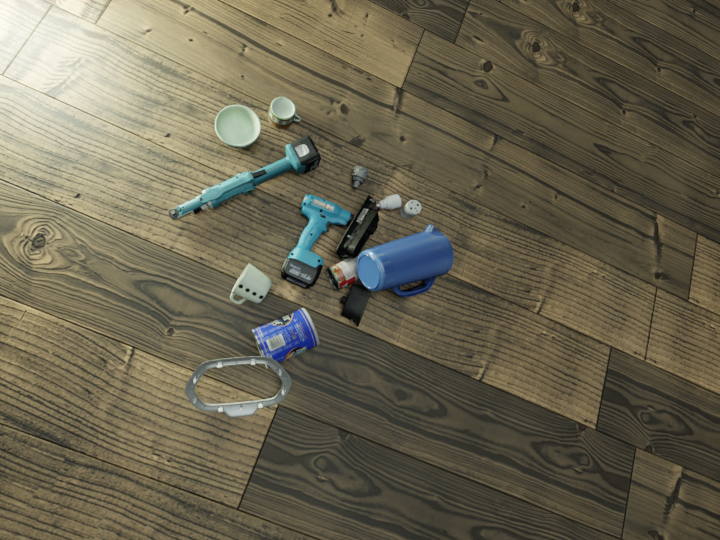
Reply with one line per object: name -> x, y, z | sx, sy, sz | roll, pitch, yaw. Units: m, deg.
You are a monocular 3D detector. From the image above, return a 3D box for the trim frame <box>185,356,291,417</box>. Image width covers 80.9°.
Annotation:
trim frame -> -0.287, 0.277, 1.000 | 0.244, 0.029, 0.179 | -3, 121, -10

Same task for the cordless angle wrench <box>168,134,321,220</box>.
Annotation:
cordless angle wrench -> -0.309, -0.234, 1.128 | 0.418, 0.098, 0.075 | -28, 88, -12

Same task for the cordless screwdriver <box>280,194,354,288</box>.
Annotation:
cordless screwdriver -> -0.111, -0.073, 1.137 | 0.157, 0.075, 0.251 | 20, 71, -8

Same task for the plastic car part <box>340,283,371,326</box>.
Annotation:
plastic car part -> -0.015, 0.083, 1.133 | 0.072, 0.065, 0.117 | 23, 78, 7

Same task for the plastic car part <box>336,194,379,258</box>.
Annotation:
plastic car part -> 0.002, -0.108, 1.148 | 0.070, 0.064, 0.202 | 26, 65, 20
